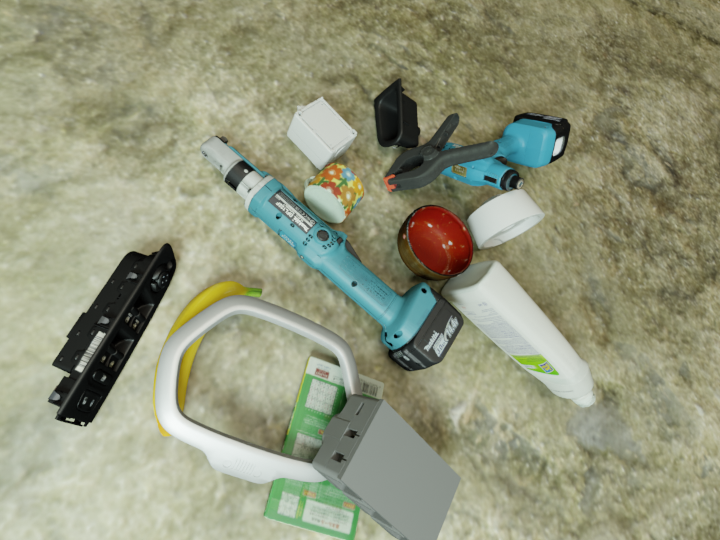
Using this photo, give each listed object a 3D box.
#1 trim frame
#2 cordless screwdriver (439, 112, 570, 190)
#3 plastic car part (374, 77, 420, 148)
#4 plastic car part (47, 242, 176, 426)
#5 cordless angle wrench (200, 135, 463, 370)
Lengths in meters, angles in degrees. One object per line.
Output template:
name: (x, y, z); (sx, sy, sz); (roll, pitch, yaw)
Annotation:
trim frame: (-0.103, 0.133, 0.474); (0.241, 0.028, 0.186); (26, 61, -17)
cordless screwdriver: (0.262, -0.197, 0.712); (0.242, 0.072, 0.169); (-24, 39, -27)
plastic car part: (0.070, -0.252, 0.720); (0.067, 0.068, 0.119); (9, 68, -34)
plastic car part: (-0.269, 0.057, 0.462); (0.069, 0.064, 0.204); (16, 62, 13)
cordless angle wrench: (-0.056, -0.037, 0.573); (0.426, 0.074, 0.097); (41, 60, 3)
